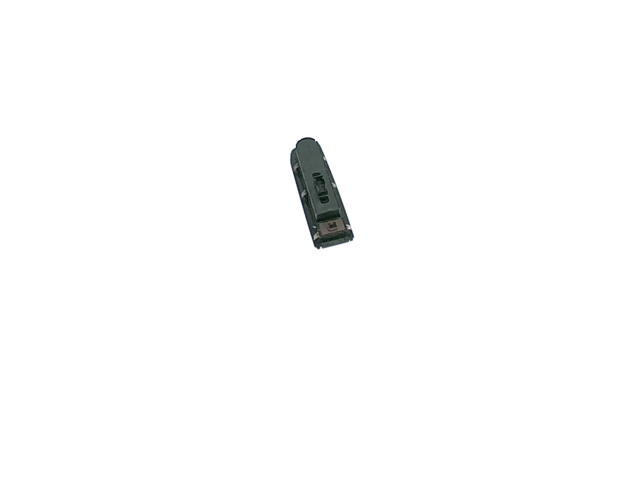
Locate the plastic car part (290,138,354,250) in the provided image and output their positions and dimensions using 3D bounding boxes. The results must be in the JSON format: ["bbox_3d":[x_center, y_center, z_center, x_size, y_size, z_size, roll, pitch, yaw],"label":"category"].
[{"bbox_3d":[-0.006,-0.089,0.697,0.066,0.203,0.067,-18,-27,1],"label":"plastic car part"}]
